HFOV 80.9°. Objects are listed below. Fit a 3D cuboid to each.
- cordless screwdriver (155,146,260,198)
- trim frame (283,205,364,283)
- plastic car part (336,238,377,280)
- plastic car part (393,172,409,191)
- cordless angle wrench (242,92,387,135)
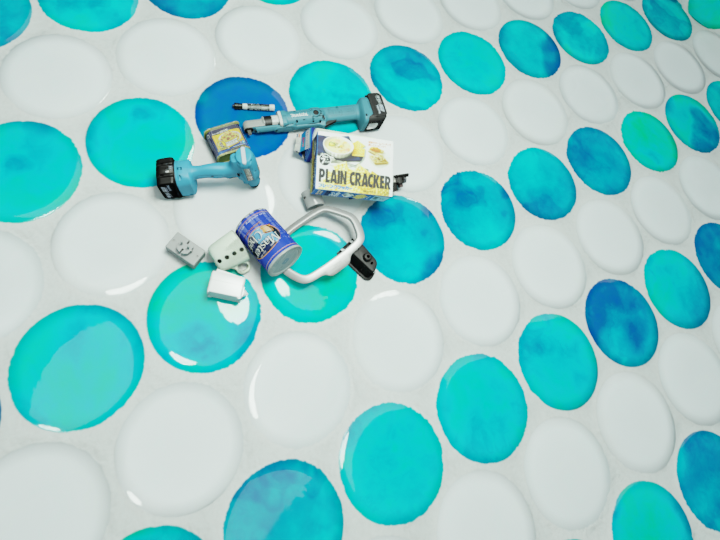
[{"bbox_3d":[-0.381,-0.238,1.079,0.248,0.156,0.076,-10,74,-3],"label":"cordless screwdriver"},{"bbox_3d":[-0.108,-0.071,1.108,0.246,0.027,0.191,-37,67,-14],"label":"trim frame"},{"bbox_3d":[0.004,-0.034,1.131,0.118,0.071,0.065,45,68,4],"label":"plastic car part"},{"bbox_3d":[0.040,-0.239,1.219,0.198,0.069,0.066,-9,101,-18],"label":"plastic car part"},{"bbox_3d":[-0.133,-0.445,1.237,0.414,0.074,0.100,-12,77,-16],"label":"cordless angle wrench"}]
